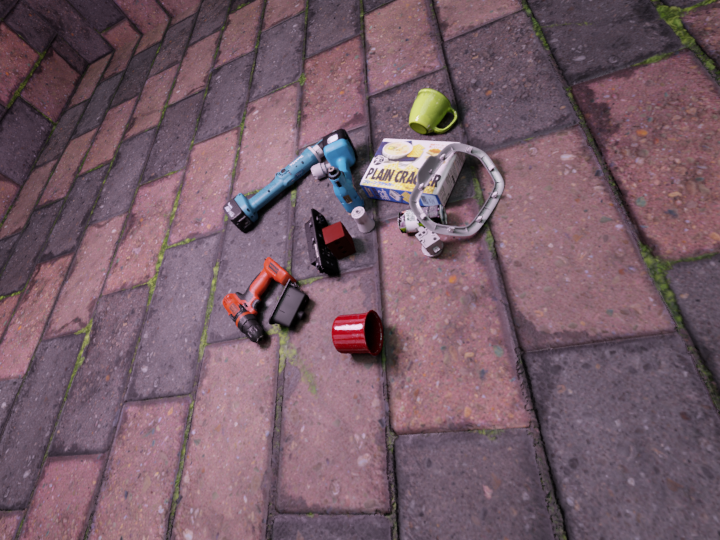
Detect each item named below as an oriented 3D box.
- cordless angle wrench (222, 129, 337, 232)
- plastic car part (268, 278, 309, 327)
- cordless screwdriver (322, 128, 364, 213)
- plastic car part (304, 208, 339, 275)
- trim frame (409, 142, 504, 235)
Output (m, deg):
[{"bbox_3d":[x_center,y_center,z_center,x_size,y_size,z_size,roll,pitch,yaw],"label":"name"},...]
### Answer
[{"bbox_3d":[-0.223,-0.284,1.280,0.422,0.070,0.103,-39,51,-1],"label":"cordless angle wrench"},{"bbox_3d":[-0.164,0.091,1.022,0.074,0.063,0.117,17,73,20],"label":"plastic car part"},{"bbox_3d":[-0.056,-0.285,1.132,0.076,0.150,0.258,-21,51,14],"label":"cordless screwdriver"},{"bbox_3d":[-0.107,-0.070,1.090,0.068,0.063,0.210,-39,47,35],"label":"plastic car part"},{"bbox_3d":[0.215,-0.185,0.945,0.187,0.027,0.248,34,74,9],"label":"trim frame"}]
